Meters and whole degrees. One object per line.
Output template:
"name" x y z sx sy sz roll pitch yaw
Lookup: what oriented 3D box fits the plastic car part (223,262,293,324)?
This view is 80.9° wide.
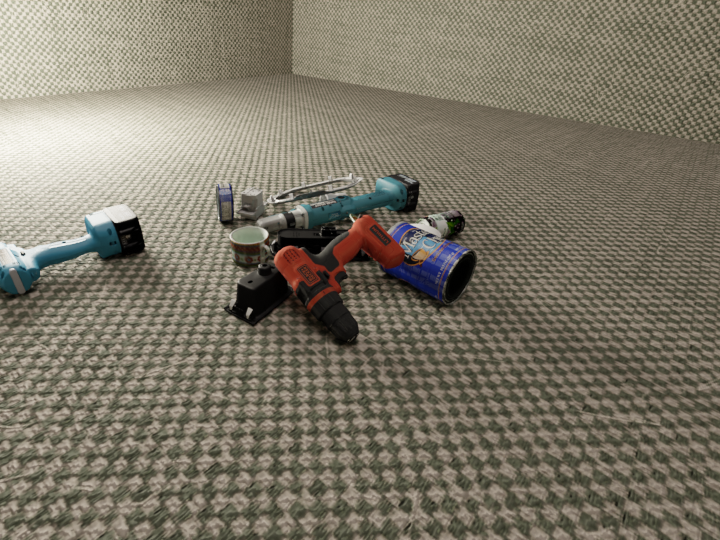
"plastic car part" -0.162 0.025 0.696 0.069 0.069 0.114 21 38 24

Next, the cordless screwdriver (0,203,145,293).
"cordless screwdriver" -0.550 -0.053 0.792 0.168 0.072 0.242 27 43 35

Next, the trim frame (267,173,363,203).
"trim frame" -0.116 -0.207 1.062 0.252 0.027 0.187 -9 22 7

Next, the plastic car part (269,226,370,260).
"plastic car part" -0.083 -0.054 0.846 0.202 0.065 0.069 -2 38 -4

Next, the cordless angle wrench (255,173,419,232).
"cordless angle wrench" -0.046 -0.149 0.997 0.410 0.072 0.104 -19 37 -28
